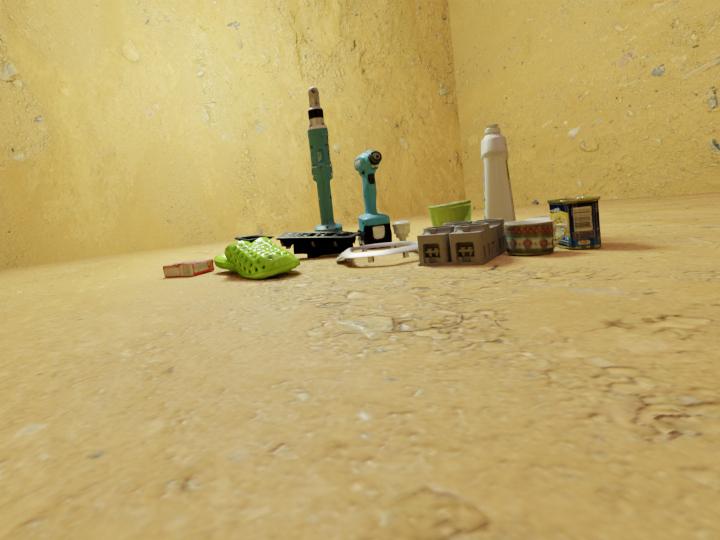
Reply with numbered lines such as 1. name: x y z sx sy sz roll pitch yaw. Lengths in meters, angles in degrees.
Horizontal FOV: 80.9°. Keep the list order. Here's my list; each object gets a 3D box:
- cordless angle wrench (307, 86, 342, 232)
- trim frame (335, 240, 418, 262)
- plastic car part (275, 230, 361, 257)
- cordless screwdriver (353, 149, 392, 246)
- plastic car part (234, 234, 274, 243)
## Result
1. cordless angle wrench: -0.098 -0.254 1.083 0.074 0.420 0.098 -6 4 0
2. trim frame: 0.040 -0.039 0.874 0.184 0.027 0.250 -7 8 -1
3. plastic car part: -0.100 -0.065 1.019 0.209 0.066 0.065 -4 7 18
4. cordless screwdriver: 0.032 -0.181 1.080 0.073 0.247 0.162 -7 6 -11
5. plastic car part: -0.259 -0.050 1.025 0.063 0.070 0.122 -10 8 -34
